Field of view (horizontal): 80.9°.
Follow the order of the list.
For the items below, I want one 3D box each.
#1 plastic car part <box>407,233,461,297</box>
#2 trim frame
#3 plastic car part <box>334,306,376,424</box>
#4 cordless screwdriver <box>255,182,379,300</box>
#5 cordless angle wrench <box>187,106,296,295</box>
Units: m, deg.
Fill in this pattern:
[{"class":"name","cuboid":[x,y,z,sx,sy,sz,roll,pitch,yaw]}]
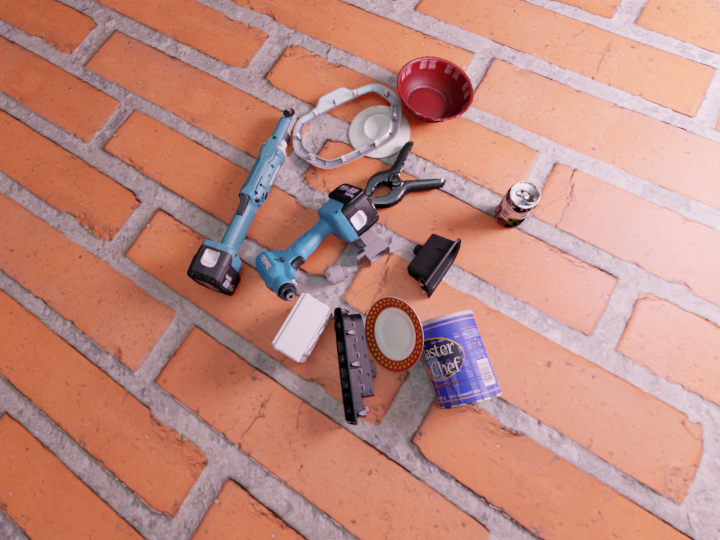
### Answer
[{"class":"plastic car part","cuboid":[0.130,-0.020,0.795,0.074,0.063,0.116,27,74,26]},{"class":"trim frame","cuboid":[-0.031,-0.313,0.903,0.250,0.026,0.191,-25,64,7]},{"class":"plastic car part","cuboid":[-0.010,0.161,0.751,0.066,0.065,0.208,-10,72,-8]},{"class":"cordless screwdriver","cuboid":[-0.076,-0.050,0.782,0.248,0.071,0.168,-39,35,-6]},{"class":"cordless angle wrench","cuboid":[-0.219,-0.160,0.869,0.076,0.095,0.426,17,72,8]}]
